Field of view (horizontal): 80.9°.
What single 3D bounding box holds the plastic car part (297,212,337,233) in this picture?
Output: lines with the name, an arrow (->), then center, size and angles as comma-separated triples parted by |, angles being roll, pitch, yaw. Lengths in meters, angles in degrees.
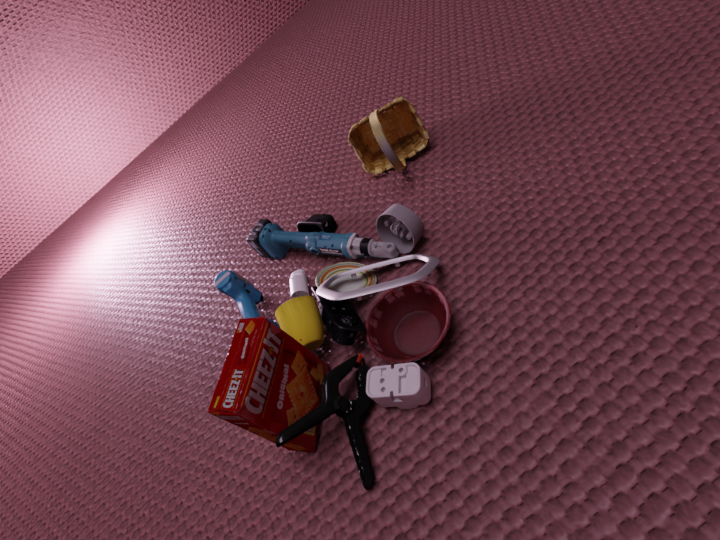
plastic car part -> -0.107, -0.120, 1.099 | 0.123, 0.063, 0.070 | 15, 50, 46

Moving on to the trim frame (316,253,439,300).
trim frame -> 0.032, 0.013, 0.832 | 0.251, 0.027, 0.186 | -17, 17, 6

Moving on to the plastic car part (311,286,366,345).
plastic car part -> -0.051, 0.091, 0.850 | 0.211, 0.064, 0.067 | 37, 112, 65

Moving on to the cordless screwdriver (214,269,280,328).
cordless screwdriver -> -0.229, 0.112, 0.959 | 0.074, 0.151, 0.262 | -42, 56, 3

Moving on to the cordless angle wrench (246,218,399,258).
cordless angle wrench -> -0.100, -0.065, 1.024 | 0.445, 0.093, 0.074 | 7, 57, 37
